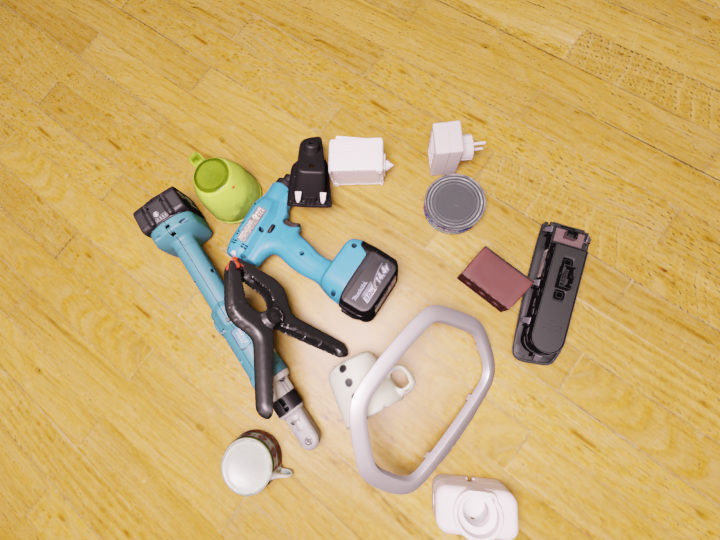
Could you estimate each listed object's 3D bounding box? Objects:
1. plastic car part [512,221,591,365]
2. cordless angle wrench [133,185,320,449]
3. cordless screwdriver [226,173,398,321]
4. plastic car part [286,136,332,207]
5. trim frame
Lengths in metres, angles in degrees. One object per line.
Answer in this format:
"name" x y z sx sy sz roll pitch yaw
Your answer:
"plastic car part" 0.263 0.031 0.568 0.067 0.066 0.203 19 84 3
"cordless angle wrench" -0.185 0.068 0.616 0.074 0.096 0.432 -35 78 -2
"cordless screwdriver" -0.061 -0.040 0.628 0.257 0.072 0.159 26 75 17
"plastic car part" -0.074 -0.157 0.631 0.065 0.069 0.120 2 53 -7
"trim frame" 0.083 0.158 0.531 0.247 0.028 0.178 -47 109 -22
